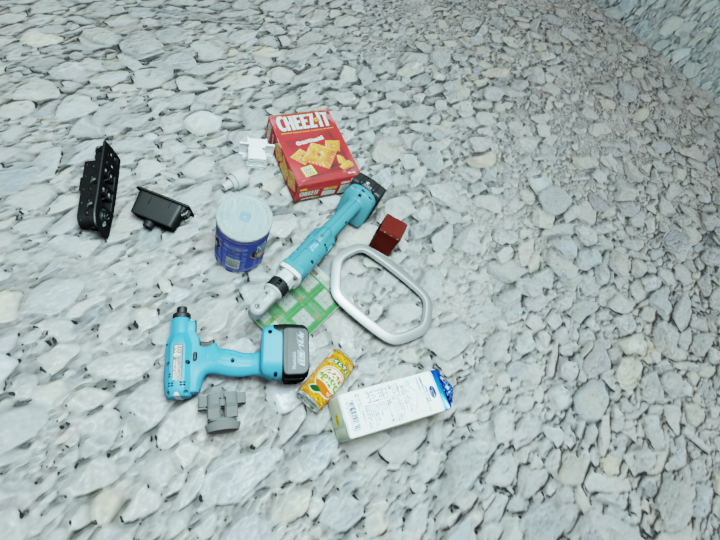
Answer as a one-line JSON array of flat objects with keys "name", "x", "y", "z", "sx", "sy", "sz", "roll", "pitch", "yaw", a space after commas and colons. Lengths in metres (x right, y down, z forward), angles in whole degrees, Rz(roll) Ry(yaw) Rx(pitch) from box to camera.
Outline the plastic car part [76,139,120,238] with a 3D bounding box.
[{"name": "plastic car part", "x": -0.522, "y": -0.159, "z": 0.837, "sx": 0.066, "sy": 0.065, "sz": 0.209, "roll": -9, "pitch": 65, "yaw": -11}]

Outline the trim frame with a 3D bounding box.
[{"name": "trim frame", "x": 0.044, "y": 0.046, "z": 0.892, "sx": 0.251, "sy": 0.027, "sz": 0.183, "roll": 36, "pitch": 56, "yaw": 5}]

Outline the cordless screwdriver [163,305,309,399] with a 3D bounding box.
[{"name": "cordless screwdriver", "x": -0.216, "y": 0.132, "z": 0.747, "sx": 0.246, "sy": 0.073, "sz": 0.164, "roll": -4, "pitch": 64, "yaw": -8}]

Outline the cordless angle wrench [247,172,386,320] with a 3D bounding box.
[{"name": "cordless angle wrench", "x": -0.083, "y": -0.054, "z": 0.846, "sx": 0.075, "sy": 0.097, "sz": 0.420, "roll": 35, "pitch": 51, "yaw": 4}]

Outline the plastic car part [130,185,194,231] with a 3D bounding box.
[{"name": "plastic car part", "x": -0.406, "y": -0.115, "z": 0.851, "sx": 0.116, "sy": 0.066, "sz": 0.071, "roll": 19, "pitch": 74, "yaw": -2}]
